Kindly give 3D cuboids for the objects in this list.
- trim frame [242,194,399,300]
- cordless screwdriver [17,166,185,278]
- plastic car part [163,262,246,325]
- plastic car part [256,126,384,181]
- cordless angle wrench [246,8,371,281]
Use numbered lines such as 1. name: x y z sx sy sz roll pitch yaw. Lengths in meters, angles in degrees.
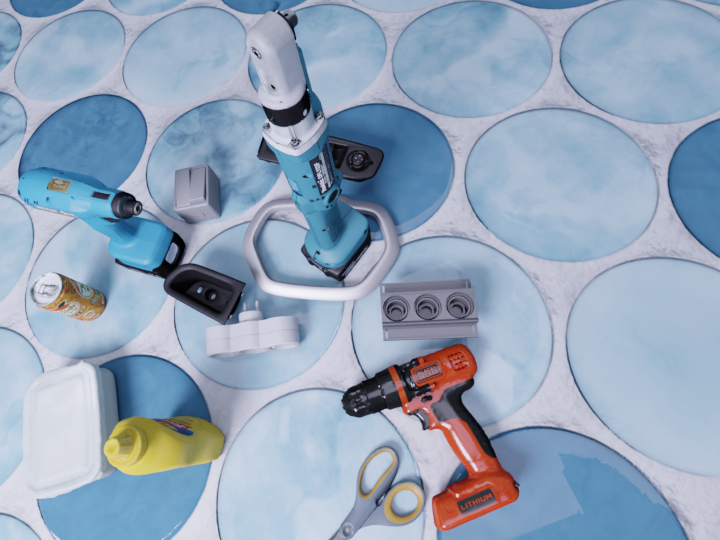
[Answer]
1. trim frame: -0.065 -0.042 0.664 0.253 0.026 0.187 2 69 10
2. cordless screwdriver: -0.327 -0.057 0.599 0.163 0.241 0.075 13 73 11
3. plastic car part: -0.228 0.035 0.639 0.120 0.068 0.066 21 74 16
4. plastic car part: -0.064 -0.184 0.698 0.208 0.065 0.067 13 72 14
5. cordless angle wrench: -0.050 -0.097 0.475 0.077 0.409 0.098 35 77 15
